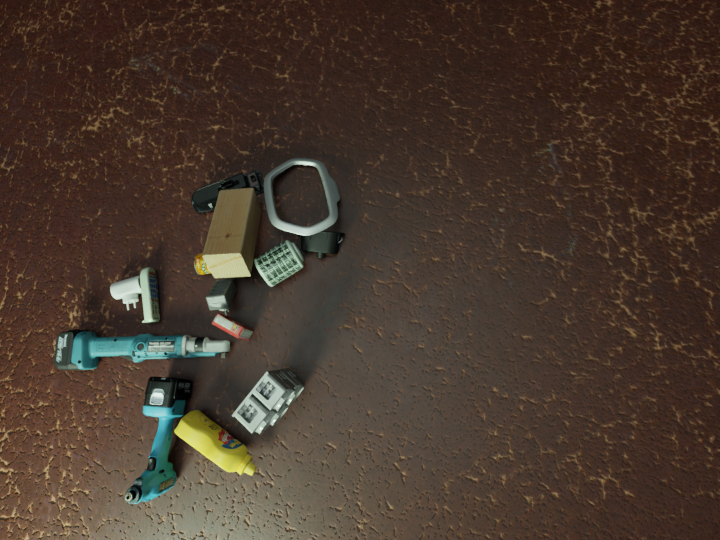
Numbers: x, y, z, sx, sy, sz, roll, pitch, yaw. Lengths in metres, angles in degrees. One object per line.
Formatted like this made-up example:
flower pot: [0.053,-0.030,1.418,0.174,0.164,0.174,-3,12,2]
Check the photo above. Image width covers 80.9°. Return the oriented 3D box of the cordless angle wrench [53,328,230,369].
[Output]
cordless angle wrench: [-0.524,0.188,1.030,0.427,0.072,0.099,-3,77,6]

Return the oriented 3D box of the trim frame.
trim frame: [-0.145,-0.187,1.048,0.183,0.026,0.258,-13,57,-4]

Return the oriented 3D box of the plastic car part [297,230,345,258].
plastic car part: [-0.101,-0.066,1.034,0.118,0.065,0.071,10,94,7]

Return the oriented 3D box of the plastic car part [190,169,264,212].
plastic car part: [-0.354,-0.206,1.105,0.204,0.066,0.067,-21,83,6]

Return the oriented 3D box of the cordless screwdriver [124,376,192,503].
cordless screwdriver: [-0.447,0.364,0.928,0.075,0.155,0.252,0,75,5]
